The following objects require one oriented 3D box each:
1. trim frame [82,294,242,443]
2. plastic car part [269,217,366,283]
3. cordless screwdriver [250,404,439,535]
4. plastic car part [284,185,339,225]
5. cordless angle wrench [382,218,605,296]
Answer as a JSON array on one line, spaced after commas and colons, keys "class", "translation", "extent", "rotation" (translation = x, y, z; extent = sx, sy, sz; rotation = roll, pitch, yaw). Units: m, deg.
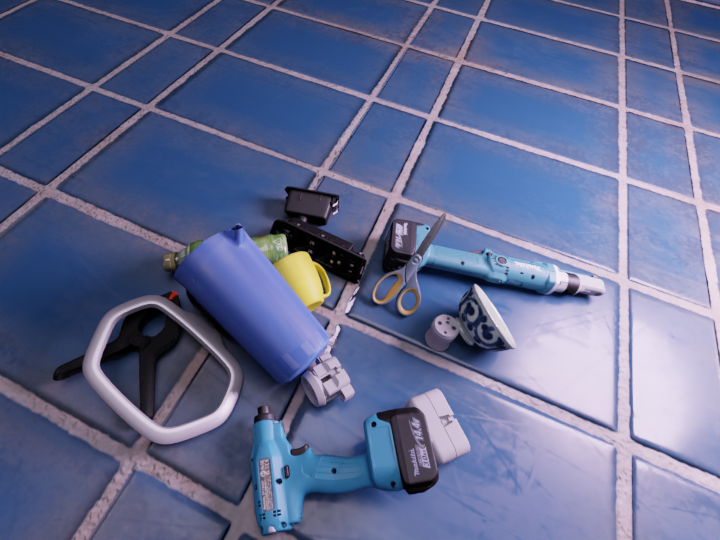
[{"class": "trim frame", "translation": [-0.298, 0.144, 0.649], "extent": [0.252, 0.027, 0.182], "rotation": [37, 54, 7]}, {"class": "plastic car part", "translation": [-0.080, -0.052, 0.820], "extent": [0.208, 0.065, 0.067], "rotation": [23, 45, 11]}, {"class": "cordless screwdriver", "translation": [-0.030, 0.241, 0.577], "extent": [0.250, 0.071, 0.166], "rotation": [-17, 56, 4]}, {"class": "plastic car part", "translation": [-0.107, -0.127, 0.879], "extent": [0.118, 0.064, 0.072], "rotation": [10, 68, 5]}, {"class": "cordless angle wrench", "translation": [0.259, -0.007, 0.814], "extent": [0.424, 0.073, 0.100], "rotation": [12, 54, 1]}]
